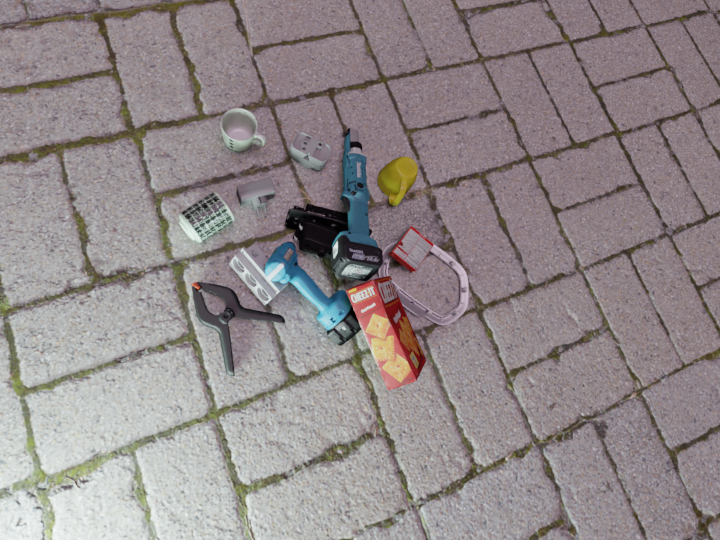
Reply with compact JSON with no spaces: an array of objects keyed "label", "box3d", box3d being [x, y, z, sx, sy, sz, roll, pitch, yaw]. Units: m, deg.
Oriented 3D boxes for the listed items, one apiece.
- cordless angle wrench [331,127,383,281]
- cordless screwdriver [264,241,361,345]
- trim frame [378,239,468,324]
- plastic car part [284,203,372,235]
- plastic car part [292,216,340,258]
[{"label":"cordless angle wrench","box3d":[-0.012,-0.180,0.982,0.095,0.074,0.435,9,56,-17]},{"label":"cordless screwdriver","box3d":[-0.098,0.038,0.933,0.244,0.161,0.075,43,108,-10]},{"label":"trim frame","box3d":[0.160,0.022,1.032,0.247,0.028,0.184,37,72,-2]},{"label":"plastic car part","box3d":[-0.074,-0.114,1.006,0.201,0.065,0.068,16,42,-6]},{"label":"plastic car part","box3d":[-0.095,-0.062,0.968,0.114,0.065,0.073,20,39,-10]}]
